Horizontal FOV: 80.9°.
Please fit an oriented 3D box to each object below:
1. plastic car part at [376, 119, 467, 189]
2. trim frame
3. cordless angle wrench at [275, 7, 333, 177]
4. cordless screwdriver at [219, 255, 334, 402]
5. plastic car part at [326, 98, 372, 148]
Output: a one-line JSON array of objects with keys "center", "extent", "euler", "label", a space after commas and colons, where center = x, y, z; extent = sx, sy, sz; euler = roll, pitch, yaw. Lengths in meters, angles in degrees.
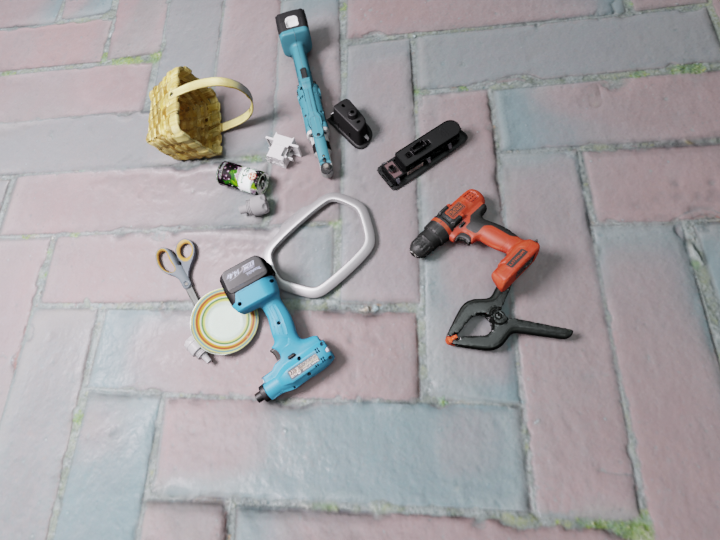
[{"center": [0.133, -0.256, 0.892], "extent": [0.202, 0.064, 0.069], "euler": [-32, 65, -7], "label": "plastic car part"}, {"center": [-0.085, -0.055, 0.867], "extent": [0.248, 0.027, 0.190], "euler": [-44, 72, -7], "label": "trim frame"}, {"center": [-0.118, -0.402, 0.969], "extent": [0.074, 0.095, 0.433], "euler": [-14, 73, 0], "label": "cordless angle wrench"}, {"center": [-0.179, 0.106, 0.788], "extent": [0.158, 0.073, 0.254], "euler": [-34, 80, -5], "label": "cordless screwdriver"}, {"center": [-0.020, -0.333, 0.933], "extent": [0.066, 0.068, 0.121], "euler": [-36, 68, -5], "label": "plastic car part"}]
